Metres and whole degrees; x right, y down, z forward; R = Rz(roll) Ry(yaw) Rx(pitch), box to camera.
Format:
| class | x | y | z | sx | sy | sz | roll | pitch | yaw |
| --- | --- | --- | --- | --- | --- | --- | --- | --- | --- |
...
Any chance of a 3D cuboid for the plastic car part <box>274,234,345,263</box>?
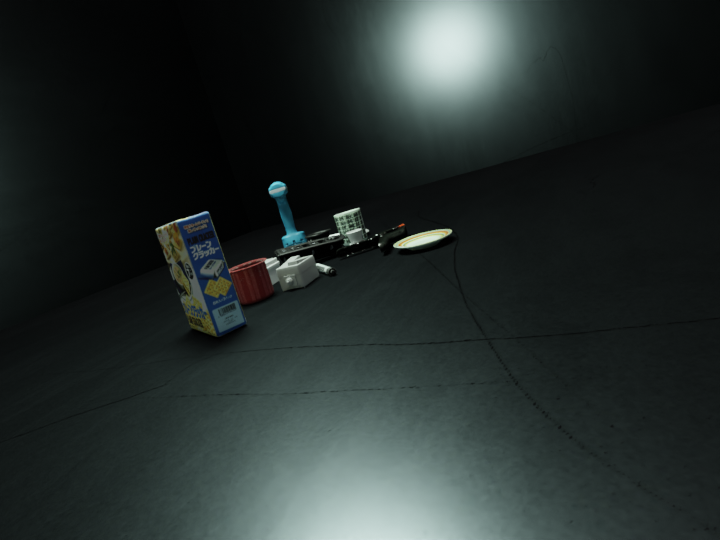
| class | x | y | z | sx | sy | sz | roll | pitch | yaw |
| --- | --- | --- | --- | --- | --- | --- | --- | --- | --- |
| plastic car part | -0.130 | -0.053 | 1.168 | 0.200 | 0.066 | 0.068 | -20 | 10 | -12 |

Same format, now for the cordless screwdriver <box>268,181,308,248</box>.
| class | x | y | z | sx | sy | sz | roll | pitch | yaw |
| --- | --- | --- | --- | --- | --- | --- | --- | --- | --- |
| cordless screwdriver | -0.221 | -0.152 | 1.306 | 0.074 | 0.246 | 0.161 | -17 | 9 | -3 |

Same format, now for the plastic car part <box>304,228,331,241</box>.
| class | x | y | z | sx | sy | sz | roll | pitch | yaw |
| --- | --- | --- | --- | --- | --- | --- | --- | --- | --- |
| plastic car part | -0.125 | -0.082 | 1.277 | 0.067 | 0.070 | 0.116 | -14 | 11 | 15 |
